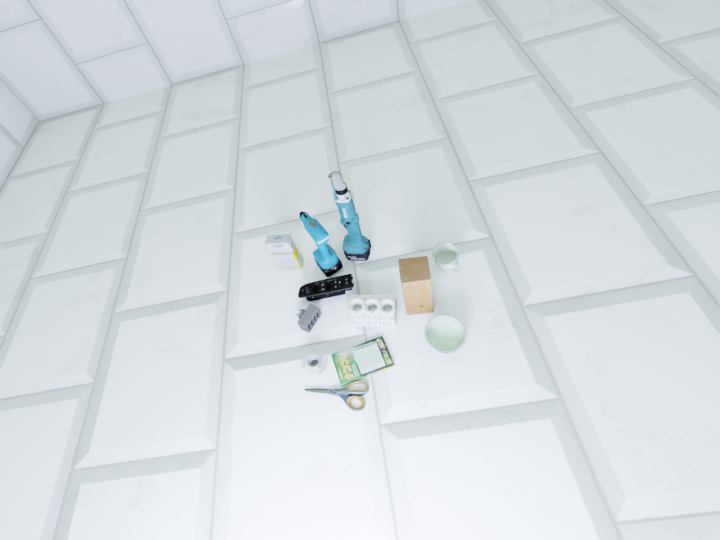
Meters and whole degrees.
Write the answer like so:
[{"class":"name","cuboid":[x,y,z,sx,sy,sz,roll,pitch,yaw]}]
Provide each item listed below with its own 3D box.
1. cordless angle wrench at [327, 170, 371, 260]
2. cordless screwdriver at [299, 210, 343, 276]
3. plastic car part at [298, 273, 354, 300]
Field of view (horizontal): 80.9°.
[{"class":"cordless angle wrench","cuboid":[-0.039,-0.181,1.438,0.101,0.404,0.076,4,56,15]},{"class":"cordless screwdriver","cuboid":[-0.148,-0.097,1.514,0.074,0.238,0.168,-32,54,-11]},{"class":"plastic car part","cuboid":[-0.121,0.067,1.499,0.206,0.064,0.068,-10,53,9]}]
